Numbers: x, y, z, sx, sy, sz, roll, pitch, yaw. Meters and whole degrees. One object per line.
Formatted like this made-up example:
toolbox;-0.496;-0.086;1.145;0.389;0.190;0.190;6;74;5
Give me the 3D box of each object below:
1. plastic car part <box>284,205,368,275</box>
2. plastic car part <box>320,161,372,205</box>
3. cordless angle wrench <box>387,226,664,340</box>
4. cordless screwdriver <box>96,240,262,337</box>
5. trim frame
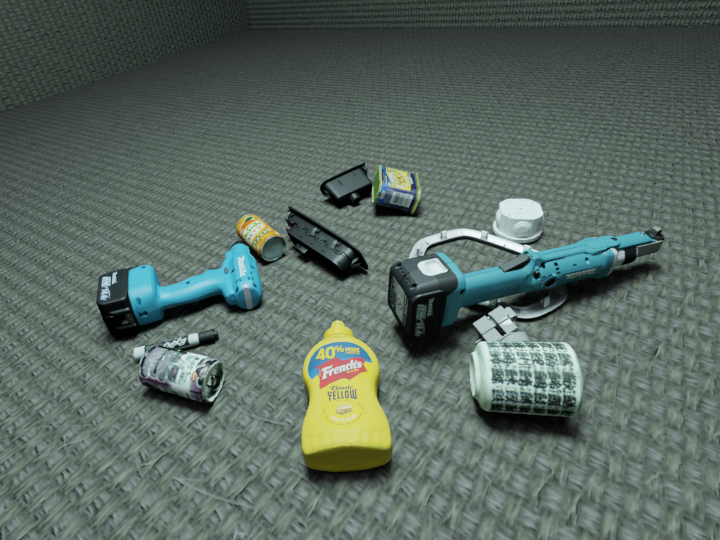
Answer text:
plastic car part;-0.074;-0.048;0.758;0.215;0.063;0.066;28;59;37
plastic car part;-0.021;-0.174;0.914;0.114;0.064;0.074;-30;58;-21
cordless angle wrench;0.249;0.000;0.596;0.416;0.095;0.078;-12;38;-12
cordless screwdriver;-0.296;0.017;0.709;0.245;0.072;0.167;-12;38;-12
trim frame;0.200;-0.006;0.686;0.262;0.026;0.181;27;51;34
